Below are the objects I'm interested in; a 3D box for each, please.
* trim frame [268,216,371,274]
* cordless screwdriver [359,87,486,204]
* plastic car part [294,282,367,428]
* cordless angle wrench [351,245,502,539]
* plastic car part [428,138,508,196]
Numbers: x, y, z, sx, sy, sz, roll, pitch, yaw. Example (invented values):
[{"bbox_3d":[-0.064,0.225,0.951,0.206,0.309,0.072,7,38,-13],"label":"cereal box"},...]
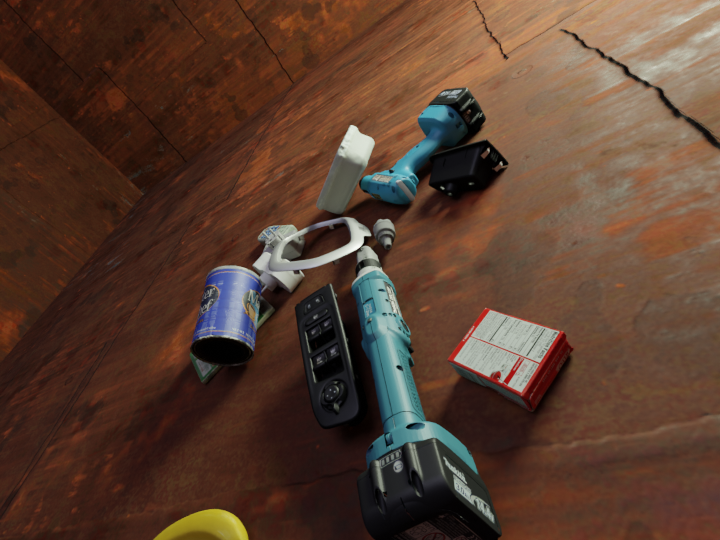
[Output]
[{"bbox_3d":[-0.074,-0.048,0.754,0.185,0.027,0.254,-19,19,2],"label":"trim frame"},{"bbox_3d":[0.106,-0.232,0.806,0.248,0.071,0.167,-49,30,-6],"label":"cordless screwdriver"},{"bbox_3d":[-0.036,0.112,0.535,0.067,0.064,0.211,-28,37,8],"label":"plastic car part"},{"bbox_3d":[0.031,0.080,0.488,0.075,0.094,0.437,-36,28,14],"label":"cordless angle wrench"},{"bbox_3d":[0.157,-0.152,0.669,0.122,0.062,0.071,-3,61,51],"label":"plastic car part"}]
